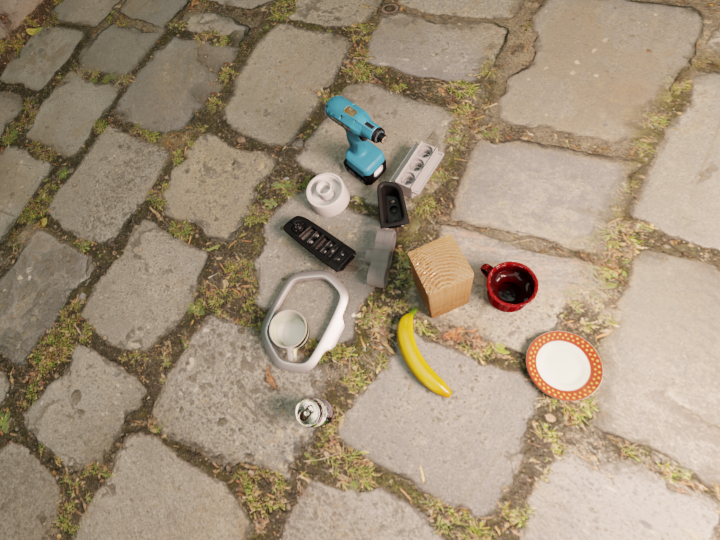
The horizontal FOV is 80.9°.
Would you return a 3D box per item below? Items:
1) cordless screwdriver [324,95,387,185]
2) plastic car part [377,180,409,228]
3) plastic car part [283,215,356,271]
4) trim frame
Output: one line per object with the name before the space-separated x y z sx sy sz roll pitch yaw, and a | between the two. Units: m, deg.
cordless screwdriver | 0.012 -0.284 0.980 0.074 0.239 0.166 -46 67 -5
plastic car part | 0.077 -0.147 1.002 0.067 0.068 0.119 -10 68 11
plastic car part | -0.100 -0.066 1.025 0.212 0.064 0.066 36 82 25
trim frame | -0.130 0.113 0.986 0.192 0.026 0.249 22 77 23
